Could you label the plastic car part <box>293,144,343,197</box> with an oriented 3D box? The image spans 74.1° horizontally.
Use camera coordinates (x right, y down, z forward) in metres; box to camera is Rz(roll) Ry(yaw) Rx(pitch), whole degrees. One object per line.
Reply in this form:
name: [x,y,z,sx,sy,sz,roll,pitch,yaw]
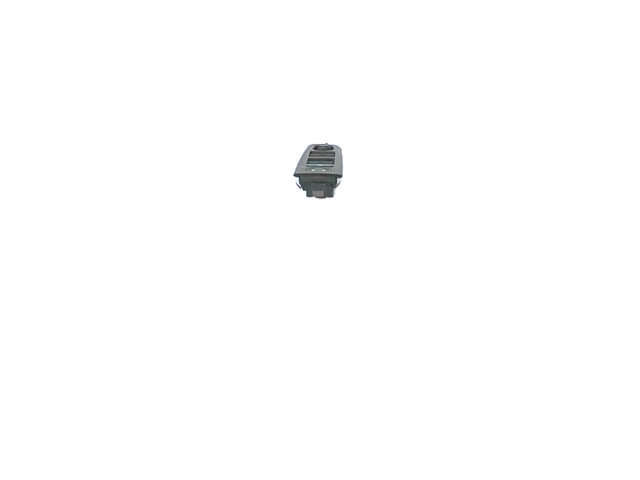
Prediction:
plastic car part: [0.005,-0.109,0.665,0.066,0.067,0.202,-5,28,7]
